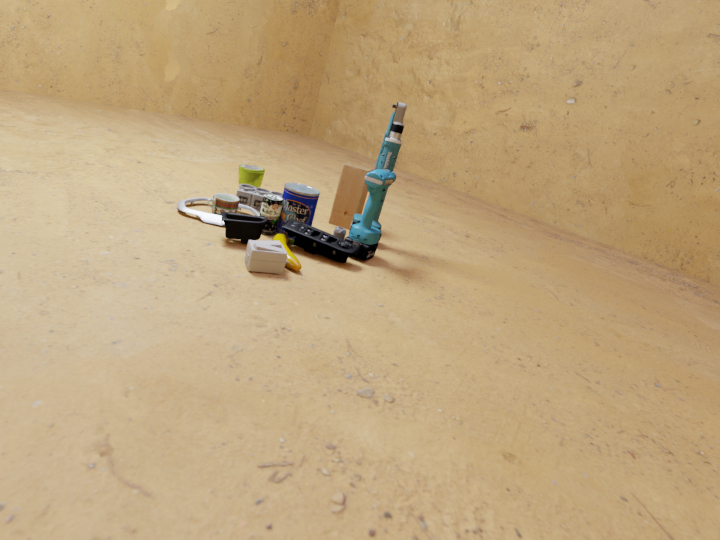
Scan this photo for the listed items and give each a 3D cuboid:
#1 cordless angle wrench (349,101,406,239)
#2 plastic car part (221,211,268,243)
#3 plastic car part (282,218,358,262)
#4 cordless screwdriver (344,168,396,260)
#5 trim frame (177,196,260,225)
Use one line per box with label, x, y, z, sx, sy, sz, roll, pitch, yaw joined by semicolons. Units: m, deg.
cordless angle wrench;0.064;-0.281;1.257;0.098;0.418;0.075;16;19;-2
plastic car part;-0.294;-0.103;1.059;0.113;0.070;0.069;8;21;-18
plastic car part;-0.108;-0.071;1.104;0.207;0.066;0.066;18;20;9
cordless screwdriver;0.035;-0.159;1.171;0.077;0.246;0.155;23;21;18
trim frame;-0.401;-0.169;1.217;0.246;0.027;0.188;12;21;-6
